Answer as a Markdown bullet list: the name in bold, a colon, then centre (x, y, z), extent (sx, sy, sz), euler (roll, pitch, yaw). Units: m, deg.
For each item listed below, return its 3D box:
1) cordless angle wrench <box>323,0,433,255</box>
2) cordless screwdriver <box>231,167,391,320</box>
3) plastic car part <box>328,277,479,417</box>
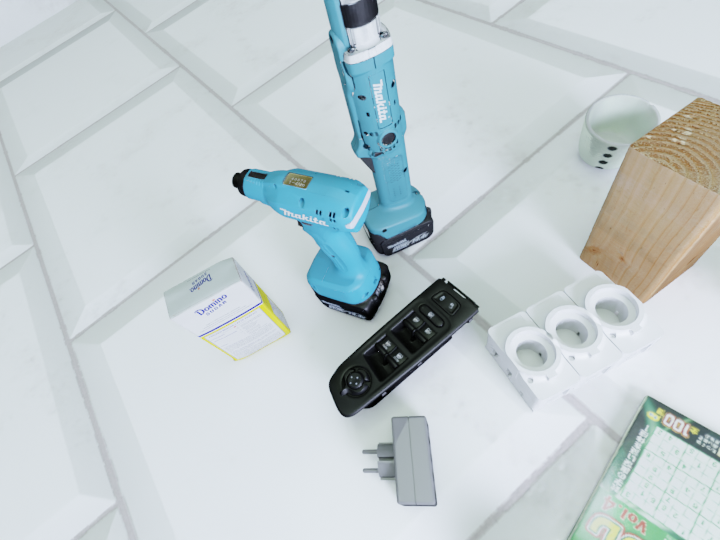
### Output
- **cordless angle wrench**: centre (0.019, -0.164, 0.484), extent (0.098, 0.404, 0.078), euler (-24, 57, -2)
- **cordless screwdriver**: centre (-0.051, -0.034, 0.525), extent (0.166, 0.237, 0.074), euler (17, 65, 23)
- **plastic car part**: centre (0.048, 0.099, 0.517), extent (0.202, 0.064, 0.070), euler (-38, 57, -8)
